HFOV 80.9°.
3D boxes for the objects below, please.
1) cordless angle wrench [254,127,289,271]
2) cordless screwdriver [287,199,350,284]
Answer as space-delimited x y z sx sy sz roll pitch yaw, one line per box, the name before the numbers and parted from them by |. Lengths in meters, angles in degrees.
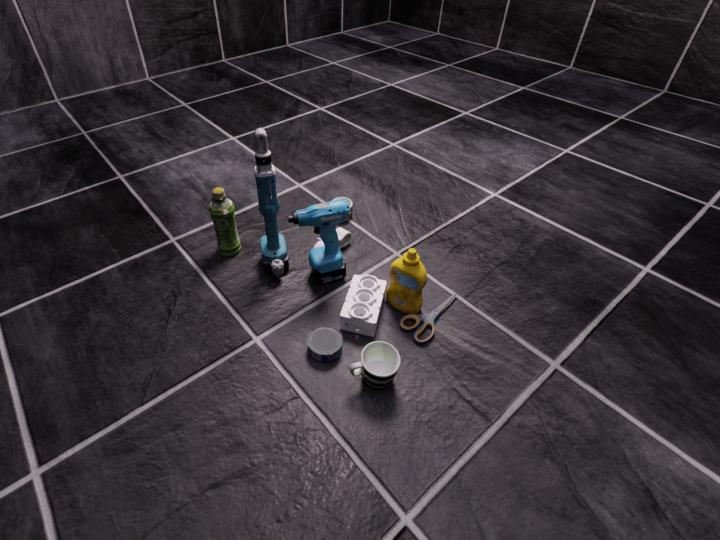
cordless angle wrench | -0.244 -0.174 1.122 0.073 0.410 0.102 -8 43 -12
cordless screwdriver | -0.111 -0.072 1.133 0.156 0.241 0.078 -11 44 -14
